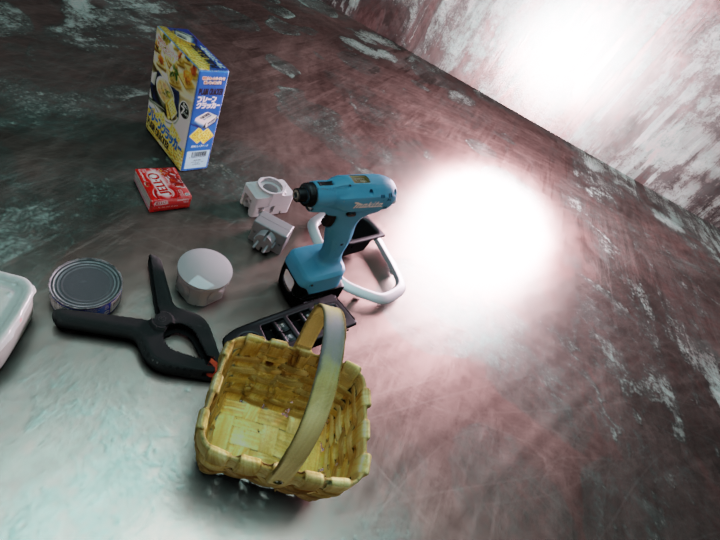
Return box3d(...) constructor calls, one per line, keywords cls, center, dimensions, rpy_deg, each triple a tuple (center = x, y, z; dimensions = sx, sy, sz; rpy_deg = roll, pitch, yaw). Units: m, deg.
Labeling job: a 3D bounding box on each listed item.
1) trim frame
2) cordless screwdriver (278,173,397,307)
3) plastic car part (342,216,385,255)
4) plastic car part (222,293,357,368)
box3d(cls="trim frame", center=(-0.007, -0.035, 0.833), dimensions=(0.176, 0.027, 0.260), rpy_deg=(-5, 49, -33))
box3d(cls="cordless screwdriver", center=(-0.062, -0.041, 0.635), dimensions=(0.153, 0.248, 0.078), rpy_deg=(-8, 54, -38))
box3d(cls="plastic car part", center=(-0.021, -0.058, 0.816), dimensions=(0.112, 0.070, 0.068), rpy_deg=(-22, 62, -43))
box3d(cls="plastic car part", center=(-0.106, 0.095, 0.607), dimensions=(0.195, 0.067, 0.069), rpy_deg=(-14, 56, -39))
